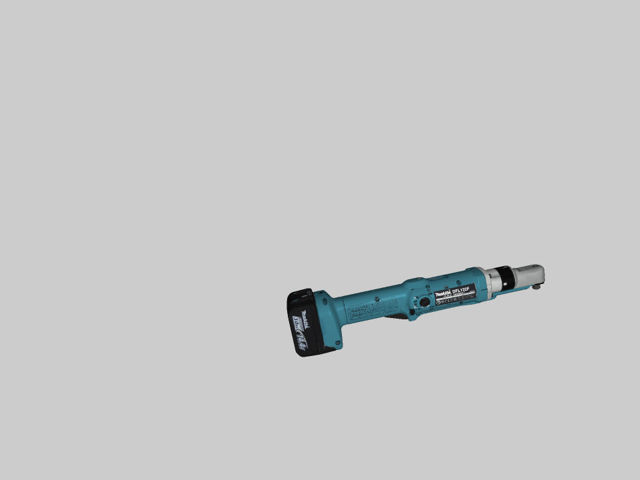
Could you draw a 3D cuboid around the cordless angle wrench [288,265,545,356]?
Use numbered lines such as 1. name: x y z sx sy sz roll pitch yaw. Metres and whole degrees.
1. cordless angle wrench: 0.159 0.094 0.688 0.423 0.098 0.074 -12 15 -2
